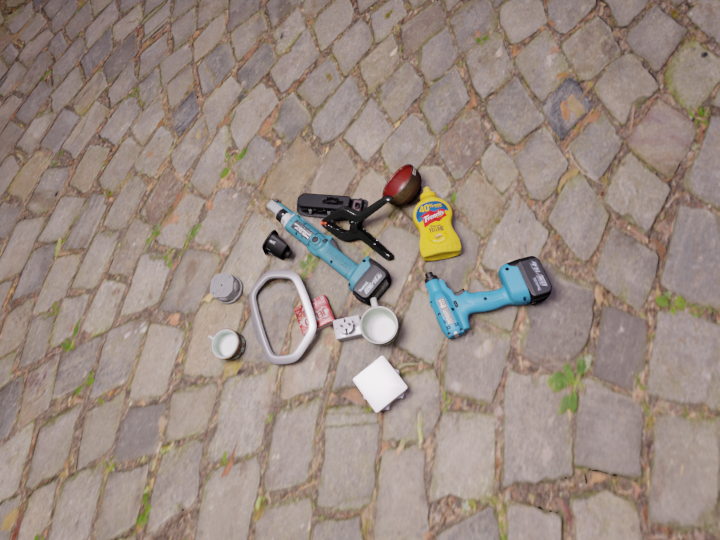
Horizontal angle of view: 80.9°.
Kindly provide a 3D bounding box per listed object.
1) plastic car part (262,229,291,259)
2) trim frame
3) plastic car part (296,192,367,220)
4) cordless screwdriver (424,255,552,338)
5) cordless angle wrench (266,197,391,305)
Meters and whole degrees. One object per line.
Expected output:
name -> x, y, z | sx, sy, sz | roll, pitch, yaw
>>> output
plastic car part -> -0.215, -0.060, 1.120 | 0.071, 0.117, 0.066 | 36, 81, -2
trim frame -> -0.202, 0.111, 1.065 | 0.187, 0.026, 0.258 | -32, 65, 16
plastic car part -> -0.088, -0.177, 1.153 | 0.210, 0.064, 0.067 | 6, 78, 21
cordless screwdriver -> 0.278, 0.037, 0.952 | 0.251, 0.071, 0.165 | -24, 65, 10
cordless angle wrench -> -0.109, -0.071, 1.111 | 0.444, 0.071, 0.098 | 38, 82, 28
